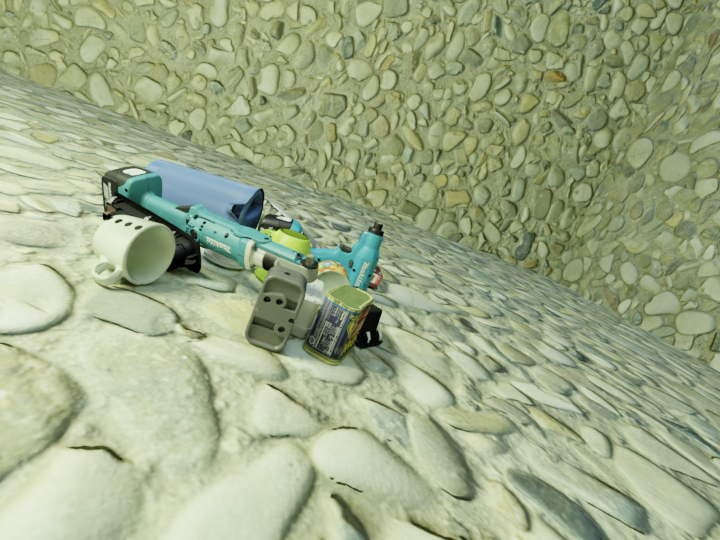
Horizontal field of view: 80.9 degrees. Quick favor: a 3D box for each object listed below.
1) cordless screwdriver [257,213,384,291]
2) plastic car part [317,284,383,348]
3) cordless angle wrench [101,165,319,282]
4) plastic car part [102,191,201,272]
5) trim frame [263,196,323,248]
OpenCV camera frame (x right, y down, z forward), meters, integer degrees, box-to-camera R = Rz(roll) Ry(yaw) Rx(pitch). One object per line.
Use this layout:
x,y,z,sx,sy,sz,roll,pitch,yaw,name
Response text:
-0.083,-0.054,0.847,0.247,0.158,0.075,19,13,-5,cordless screwdriver
-0.013,0.064,0.683,0.123,0.071,0.063,34,15,32,plastic car part
-0.249,-0.068,0.678,0.441,0.096,0.072,22,29,24,cordless angle wrench
-0.336,-0.055,0.663,0.209,0.065,0.066,26,23,15,plastic car part
-0.148,-0.094,0.992,0.194,0.027,0.235,39,-6,34,trim frame
